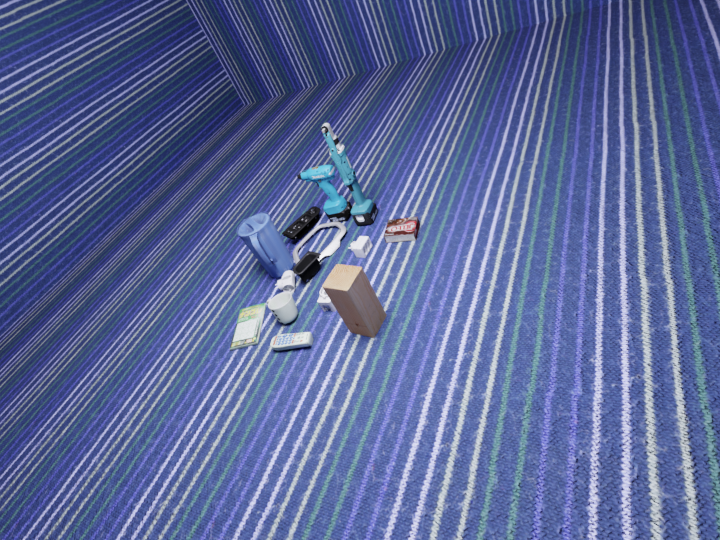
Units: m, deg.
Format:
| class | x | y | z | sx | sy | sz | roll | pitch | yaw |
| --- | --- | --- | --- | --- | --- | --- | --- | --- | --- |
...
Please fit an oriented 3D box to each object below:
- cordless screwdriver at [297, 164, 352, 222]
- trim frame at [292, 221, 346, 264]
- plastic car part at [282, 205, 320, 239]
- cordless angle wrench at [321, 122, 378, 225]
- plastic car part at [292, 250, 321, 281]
| class | x | y | z | sx | sy | sz | roll | pitch | yaw |
| --- | --- | --- | --- | --- | --- | --- | --- | --- | --- |
| cordless screwdriver | -0.141 | -0.306 | 1.688 | 0.166 | 0.237 | 0.075 | -2 | 43 | 30 |
| trim frame | -0.161 | -0.105 | 1.646 | 0.195 | 0.026 | 0.246 | 19 | 58 | 44 |
| plastic car part | -0.231 | -0.191 | 1.756 | 0.070 | 0.064 | 0.202 | 13 | 54 | 41 |
| cordless angle wrench | -0.046 | -0.348 | 1.540 | 0.077 | 0.403 | 0.098 | -3 | 42 | 29 |
| plastic car part | -0.188 | -0.006 | 1.518 | 0.069 | 0.067 | 0.116 | 12 | 53 | 41 |
